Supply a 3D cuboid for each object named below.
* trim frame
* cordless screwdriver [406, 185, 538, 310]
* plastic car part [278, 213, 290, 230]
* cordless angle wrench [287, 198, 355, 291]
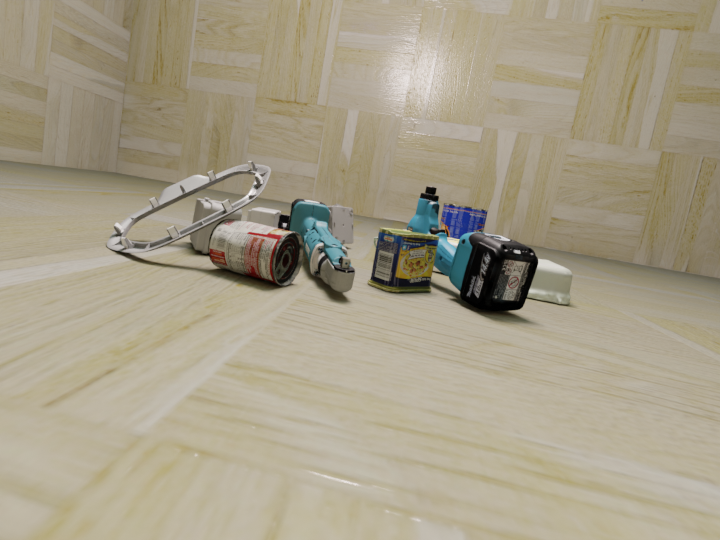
[{"bbox_3d":[-0.241,-0.096,0.600,0.246,0.026,0.194,-31,35,-12],"label":"trim frame"},{"bbox_3d":[0.149,-0.042,0.650,0.072,0.158,0.260,7,11,-25],"label":"cordless screwdriver"},{"bbox_3d":[-0.139,-0.106,1.033,0.200,0.066,0.068,6,16,-8],"label":"plastic car part"},{"bbox_3d":[-0.068,-0.044,0.691,0.073,0.097,0.436,8,14,-15],"label":"cordless angle wrench"}]
